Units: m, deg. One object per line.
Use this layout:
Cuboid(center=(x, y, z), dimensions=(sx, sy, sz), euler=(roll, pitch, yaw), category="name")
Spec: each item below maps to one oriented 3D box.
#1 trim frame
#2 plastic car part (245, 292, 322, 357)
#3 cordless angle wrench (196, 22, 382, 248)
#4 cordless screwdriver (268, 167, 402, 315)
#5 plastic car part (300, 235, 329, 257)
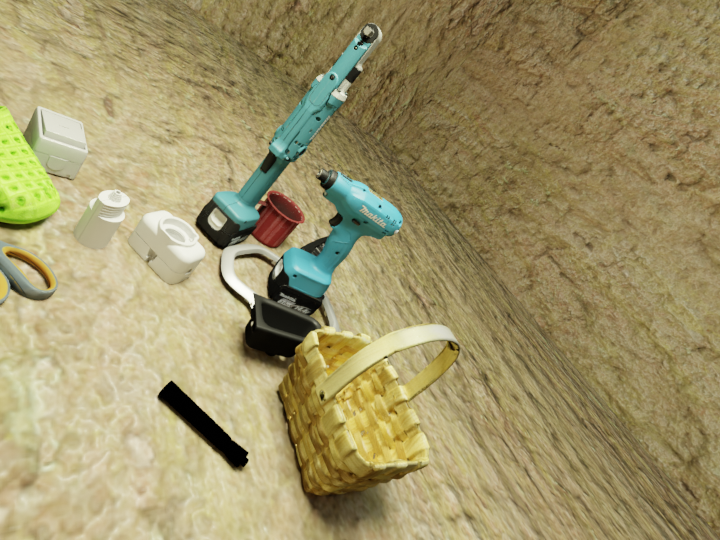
Cuboid(center=(-0.135, 0.039, 0.731), dimensions=(0.243, 0.028, 0.187), euler=(38, 22, -12), category="trim frame")
Cuboid(center=(-0.118, 0.092, 0.604), dimensions=(0.111, 0.071, 0.069), euler=(29, 27, -32), category="plastic car part")
Cuboid(center=(-0.115, -0.207, 0.683), dimensions=(0.075, 0.426, 0.096), euler=(46, 23, 2), category="cordless angle wrench")
Cuboid(center=(-0.068, -0.045, 0.699), dimensions=(0.152, 0.250, 0.077), euler=(33, 26, -27), category="cordless screwdriver")
Cuboid(center=(-0.085, -0.025, 0.879), dimensions=(0.067, 0.067, 0.200), euler=(44, 22, 0), category="plastic car part")
